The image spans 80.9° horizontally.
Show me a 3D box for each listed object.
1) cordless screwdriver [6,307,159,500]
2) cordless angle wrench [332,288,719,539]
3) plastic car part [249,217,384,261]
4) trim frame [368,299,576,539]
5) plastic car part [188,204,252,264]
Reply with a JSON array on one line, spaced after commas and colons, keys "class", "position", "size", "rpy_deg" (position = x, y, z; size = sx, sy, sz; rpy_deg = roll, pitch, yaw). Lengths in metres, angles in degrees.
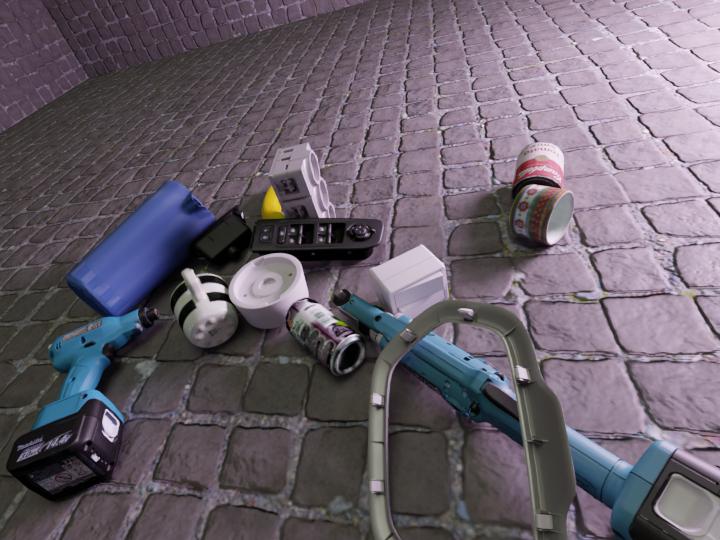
[{"class": "cordless screwdriver", "position": [-0.346, 0.149, 0.560], "size": [0.158, 0.071, 0.262], "rpy_deg": [-25, 37, -8]}, {"class": "cordless angle wrench", "position": [0.109, 0.113, 0.410], "size": [0.074, 0.093, 0.448], "rpy_deg": [-47, 42, -14]}, {"class": "plastic car part", "position": [-0.064, -0.042, 0.654], "size": [0.206, 0.064, 0.068], "rpy_deg": [-4, 45, 9]}, {"class": "trim frame", "position": [0.076, 0.141, 0.350], "size": [0.190, 0.026, 0.254], "rpy_deg": [-20, 54, 38]}, {"class": "plastic car part", "position": [-0.236, -0.050, 0.752], "size": [0.074, 0.063, 0.115], "rpy_deg": [30, 62, 26]}]
